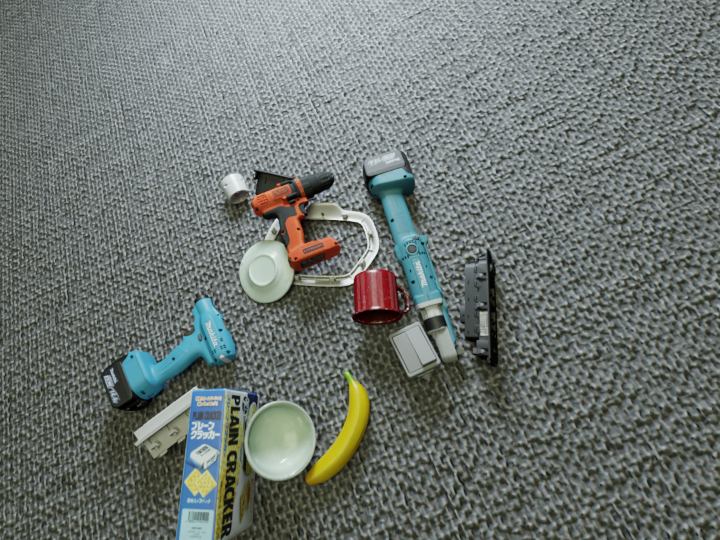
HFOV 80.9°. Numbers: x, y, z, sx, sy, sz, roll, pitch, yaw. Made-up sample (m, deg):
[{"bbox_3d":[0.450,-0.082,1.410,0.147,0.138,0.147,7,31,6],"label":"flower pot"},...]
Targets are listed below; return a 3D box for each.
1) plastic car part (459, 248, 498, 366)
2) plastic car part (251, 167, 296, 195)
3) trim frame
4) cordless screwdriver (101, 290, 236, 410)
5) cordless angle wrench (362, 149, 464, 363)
[{"bbox_3d":[0.214,0.062,0.756,0.070,0.062,0.206,-5,67,36],"label":"plastic car part"},{"bbox_3d":[-0.189,-0.179,0.947,0.120,0.064,0.071,18,89,14],"label":"plastic car part"},{"bbox_3d":[-0.087,-0.057,0.887,0.255,0.026,0.187,2,68,15],"label":"trim frame"},{"bbox_3d":[-0.384,0.159,0.844,0.248,0.072,0.166,-29,65,-4],"label":"cordless screwdriver"},{"bbox_3d":[0.101,-0.035,0.814,0.099,0.071,0.436,-17,68,5],"label":"cordless angle wrench"}]
